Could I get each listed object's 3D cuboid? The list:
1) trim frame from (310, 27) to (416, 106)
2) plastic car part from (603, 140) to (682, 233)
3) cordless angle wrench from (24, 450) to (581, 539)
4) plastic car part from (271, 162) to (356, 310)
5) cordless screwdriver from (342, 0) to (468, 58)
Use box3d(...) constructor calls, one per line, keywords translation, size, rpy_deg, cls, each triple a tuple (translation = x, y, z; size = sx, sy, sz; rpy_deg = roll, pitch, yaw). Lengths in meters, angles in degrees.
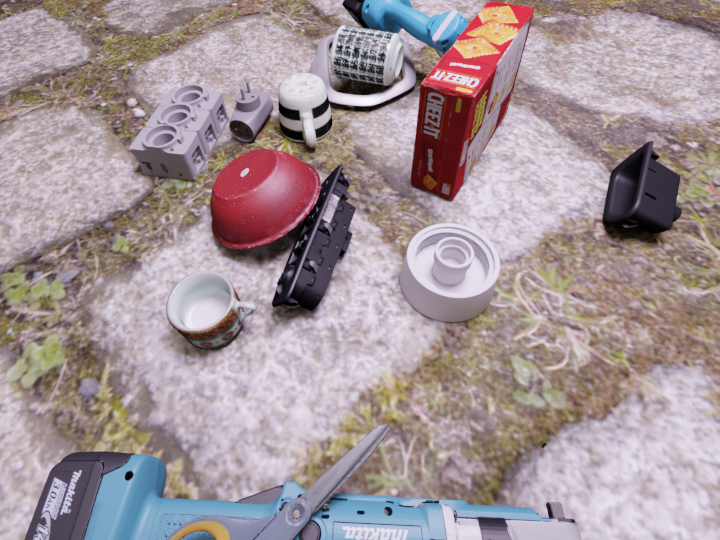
box3d(translation=(0.001, -0.371, 0.762), size=(0.184, 0.026, 0.257), rpy_deg=(-6, 57, 0), cls="trim frame")
box3d(translation=(0.353, -0.088, 0.518), size=(0.071, 0.065, 0.117), rpy_deg=(24, 63, 2), cls="plastic car part")
box3d(translation=(-0.041, 0.210, 0.340), size=(0.425, 0.072, 0.101), rpy_deg=(1, 56, 3), cls="cordless angle wrench")
box3d(translation=(-0.050, -0.033, 0.513), size=(0.065, 0.068, 0.204), rpy_deg=(37, 54, -21), cls="plastic car part")
box3d(translation=(0.093, -0.403, 0.709), size=(0.261, 0.151, 0.074), rpy_deg=(46, 108, 28), cls="cordless screwdriver")
